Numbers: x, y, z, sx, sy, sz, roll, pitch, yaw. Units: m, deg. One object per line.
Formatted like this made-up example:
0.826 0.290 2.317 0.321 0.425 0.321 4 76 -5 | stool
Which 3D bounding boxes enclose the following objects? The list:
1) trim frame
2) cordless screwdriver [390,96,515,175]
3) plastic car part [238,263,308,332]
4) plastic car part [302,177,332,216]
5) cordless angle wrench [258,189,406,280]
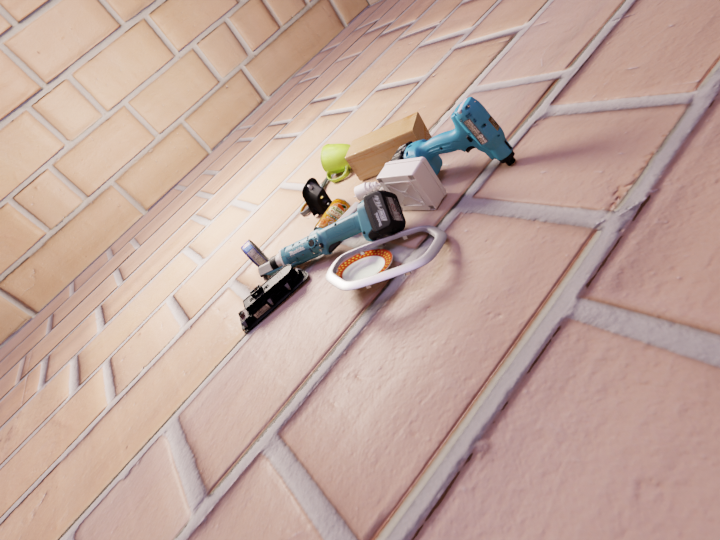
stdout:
0.047 -0.026 0.823 0.252 0.026 0.188 -22 27 13 | trim frame
0.191 -0.247 0.909 0.256 0.155 0.074 -21 29 53 | cordless screwdriver
-0.216 0.054 1.004 0.203 0.064 0.069 -37 24 0 | plastic car part
-0.107 -0.191 1.149 0.066 0.111 0.075 -46 56 -11 | plastic car part
-0.098 -0.064 1.001 0.436 0.099 0.071 -22 -10 34 | cordless angle wrench
